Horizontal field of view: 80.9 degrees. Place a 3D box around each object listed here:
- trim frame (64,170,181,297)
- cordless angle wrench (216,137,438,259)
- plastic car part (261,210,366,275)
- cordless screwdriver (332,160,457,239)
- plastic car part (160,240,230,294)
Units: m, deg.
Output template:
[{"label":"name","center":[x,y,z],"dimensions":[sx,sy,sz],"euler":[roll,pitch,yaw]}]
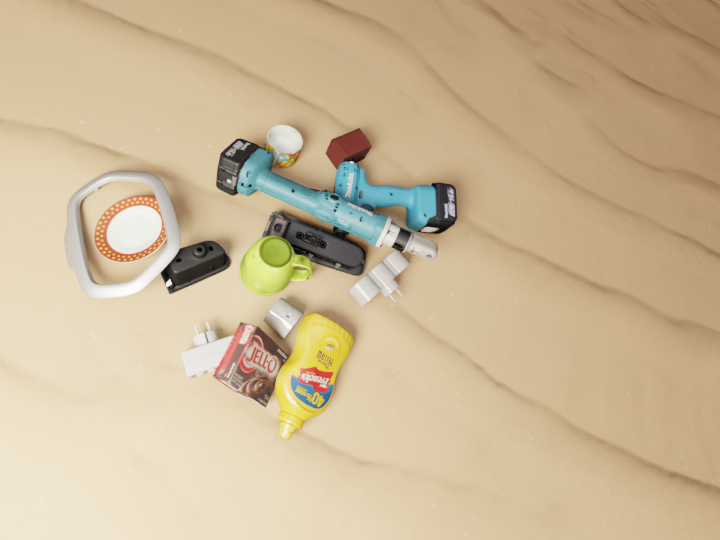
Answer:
[{"label":"trim frame","center":[-0.393,-0.068,0.689],"dimensions":[0.182,0.027,0.258],"euler":[-24,66,-10]},{"label":"cordless angle wrench","center":[-0.056,-0.115,0.773],"dimensions":[0.426,0.073,0.098],"euler":[24,42,3]},{"label":"plastic car part","center":[-0.076,-0.050,0.780],"dimensions":[0.199,0.068,0.067],"euler":[22,75,-11]},{"label":"cordless screwdriver","center":[0.064,-0.120,0.854],"dimensions":[0.245,0.074,0.161],"euler":[10,74,-8]},{"label":"plastic car part","center":[-0.276,-0.019,0.706],"dimensions":[0.114,0.071,0.067],"euler":[-24,78,-23]}]
